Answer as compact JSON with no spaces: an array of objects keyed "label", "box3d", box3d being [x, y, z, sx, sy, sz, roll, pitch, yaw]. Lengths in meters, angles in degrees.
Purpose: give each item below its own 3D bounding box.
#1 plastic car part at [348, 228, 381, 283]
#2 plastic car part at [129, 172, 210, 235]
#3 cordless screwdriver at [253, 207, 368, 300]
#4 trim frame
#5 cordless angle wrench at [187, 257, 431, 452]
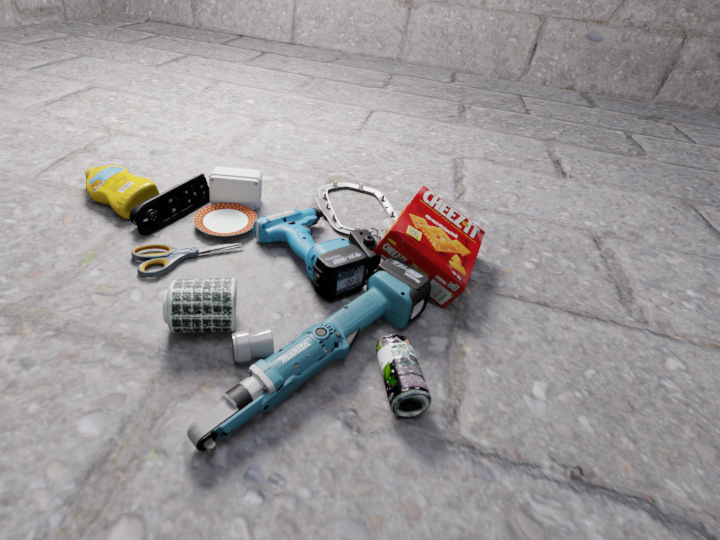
[{"label":"plastic car part","box3d":[0.010,-0.038,0.809,0.064,0.069,0.123,-10,37,-20]},{"label":"plastic car part","box3d":[-0.405,-0.143,0.889,0.069,0.064,0.202,10,36,18]},{"label":"cordless screwdriver","box3d":[-0.080,-0.052,0.814,0.154,0.072,0.263,-22,42,-34]},{"label":"trim frame","box3d":[-0.011,-0.152,0.994,0.181,0.027,0.260,-4,40,-13]},{"label":"cordless angle wrench","box3d":[-0.056,0.107,0.609,0.103,0.072,0.412,33,46,30]}]
